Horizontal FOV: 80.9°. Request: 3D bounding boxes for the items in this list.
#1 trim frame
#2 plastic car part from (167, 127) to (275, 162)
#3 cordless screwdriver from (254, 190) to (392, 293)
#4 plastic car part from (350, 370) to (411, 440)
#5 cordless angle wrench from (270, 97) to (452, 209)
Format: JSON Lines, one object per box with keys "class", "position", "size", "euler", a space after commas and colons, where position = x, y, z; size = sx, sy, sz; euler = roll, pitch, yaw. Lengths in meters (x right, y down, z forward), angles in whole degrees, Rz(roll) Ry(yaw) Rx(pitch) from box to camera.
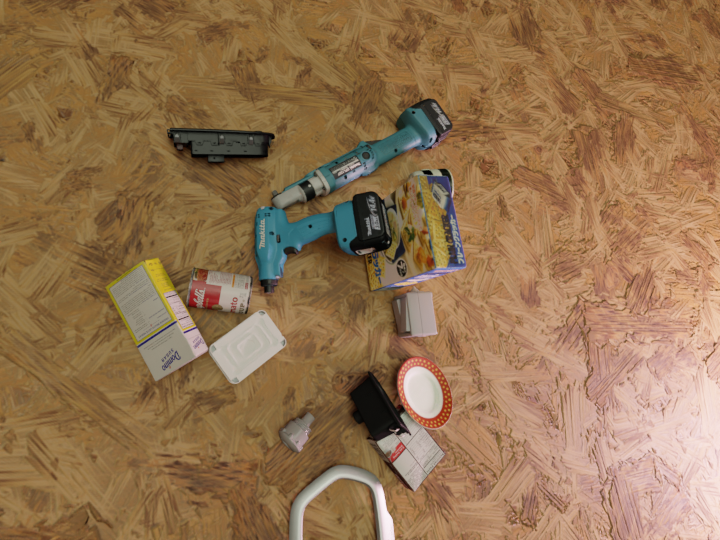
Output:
{"class": "trim frame", "position": [-0.027, 0.455, 0.692], "size": [0.180, 0.027, 0.253], "euler": [-1, 73, -14]}
{"class": "plastic car part", "position": [-0.260, -0.241, 0.809], "size": [0.198, 0.068, 0.067], "euler": [-8, 89, -17]}
{"class": "cordless screwdriver", "position": [-0.073, -0.048, 0.745], "size": [0.255, 0.071, 0.162], "euler": [-7, 76, 18]}
{"class": "plastic car part", "position": [0.024, 0.245, 0.736], "size": [0.071, 0.062, 0.123], "euler": [-38, 47, -3]}
{"class": "cordless angle wrench", "position": [0.003, -0.228, 0.874], "size": [0.417, 0.075, 0.099], "euler": [-32, 87, -19]}
